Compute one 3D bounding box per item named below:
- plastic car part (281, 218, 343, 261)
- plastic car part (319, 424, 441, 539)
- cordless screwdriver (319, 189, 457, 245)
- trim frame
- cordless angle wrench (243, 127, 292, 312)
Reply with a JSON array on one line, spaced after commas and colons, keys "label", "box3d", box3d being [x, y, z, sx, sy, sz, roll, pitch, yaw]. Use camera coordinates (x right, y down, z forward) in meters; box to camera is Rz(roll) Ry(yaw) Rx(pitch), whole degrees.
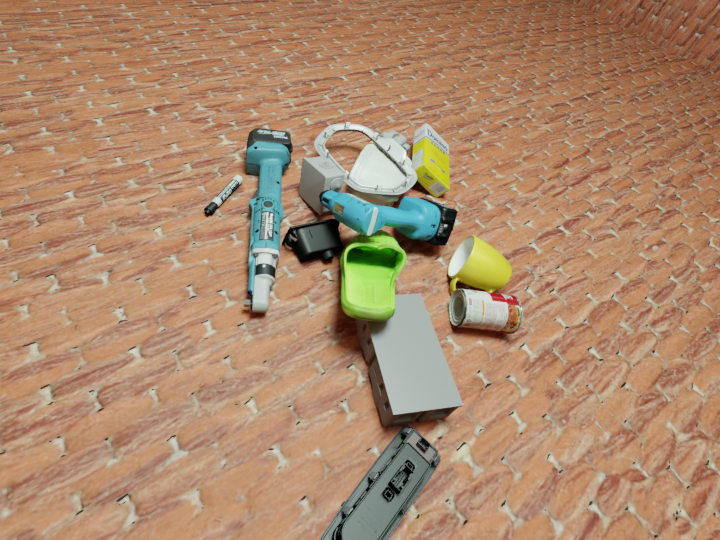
[{"label": "plastic car part", "box3d": [-0.077, -0.050, 0.786, 0.113, 0.066, 0.073, -12, 71, -26]}, {"label": "plastic car part", "box3d": [0.034, 0.282, 0.528, 0.068, 0.066, 0.199, 43, 57, 12]}, {"label": "cordless screwdriver", "box3d": [0.051, -0.109, 0.801, 0.237, 0.073, 0.168, 1, 22, -36]}, {"label": "trim frame", "box3d": [0.011, -0.245, 0.904, 0.179, 0.027, 0.260, -23, 57, -29]}, {"label": "cordless angle wrench", "box3d": [-0.179, -0.109, 0.803, 0.096, 0.073, 0.438, 3, 52, -12]}]
